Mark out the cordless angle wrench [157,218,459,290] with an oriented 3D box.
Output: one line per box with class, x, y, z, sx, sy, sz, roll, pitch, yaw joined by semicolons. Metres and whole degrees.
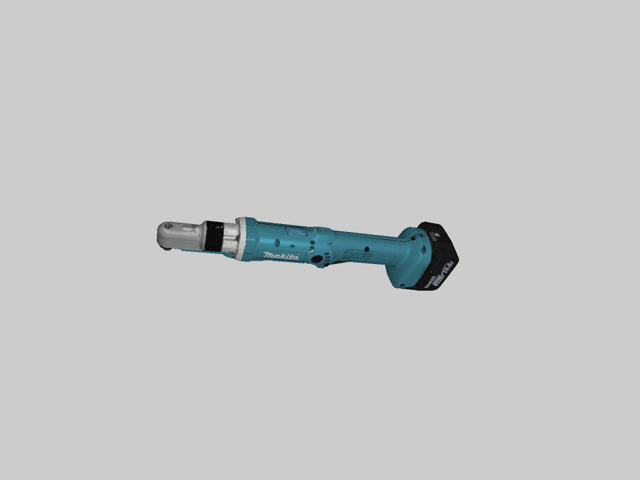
cordless angle wrench;-0.008;0.010;0.605;0.423;0.074;0.098;6;-46;-19
